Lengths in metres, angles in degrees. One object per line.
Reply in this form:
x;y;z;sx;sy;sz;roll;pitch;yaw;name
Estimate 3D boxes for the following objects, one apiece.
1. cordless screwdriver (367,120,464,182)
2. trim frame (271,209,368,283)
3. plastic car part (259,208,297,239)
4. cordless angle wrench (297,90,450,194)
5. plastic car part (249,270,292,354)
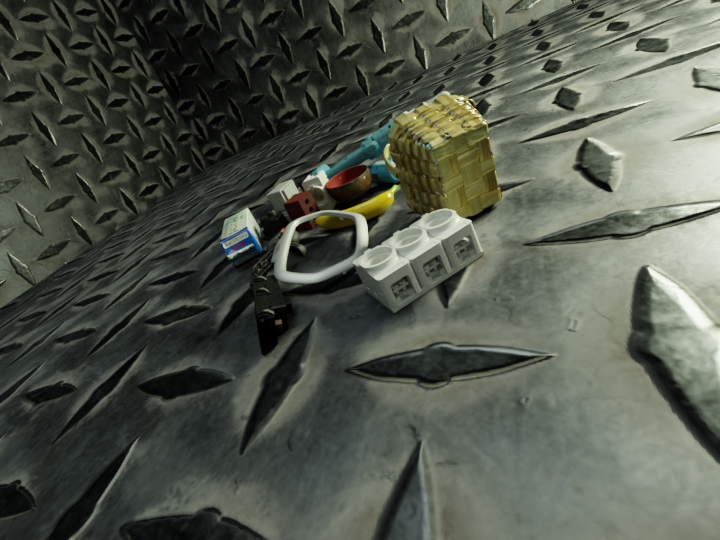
0.129;-0.300;1.049;0.247;0.072;0.166;-37;23;-10;cordless screwdriver
-0.077;-0.050;0.785;0.186;0.026;0.256;-9;36;7;trim frame
-0.207;-0.116;1.036;0.065;0.068;0.122;-40;24;-25;plastic car part
0.032;-0.309;1.055;0.431;0.073;0.098;-29;15;23;cordless angle wrench
-0.148;0.050;0.679;0.066;0.064;0.212;-18;24;-14;plastic car part
